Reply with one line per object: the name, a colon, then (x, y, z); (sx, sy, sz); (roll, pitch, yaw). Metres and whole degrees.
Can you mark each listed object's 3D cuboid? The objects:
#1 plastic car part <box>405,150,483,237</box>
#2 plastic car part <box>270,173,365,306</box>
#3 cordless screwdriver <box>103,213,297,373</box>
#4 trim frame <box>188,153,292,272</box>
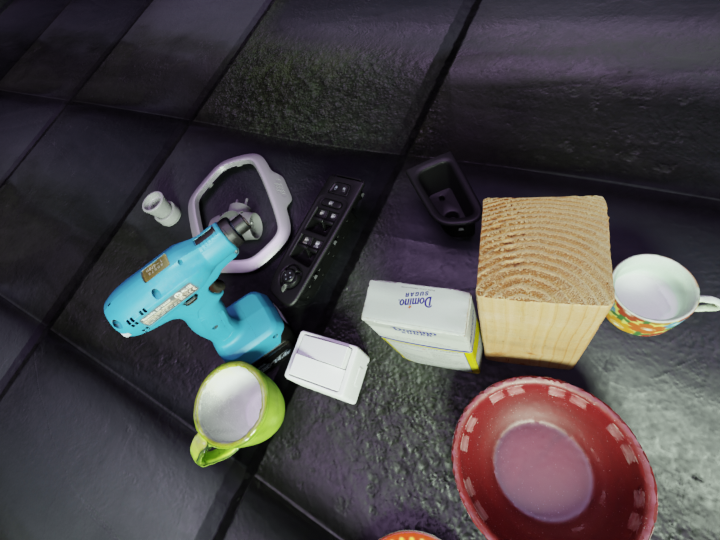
plastic car part: (0.115, -0.087, 0.556); (0.067, 0.067, 0.121); (-23, 58, 8)
plastic car part: (-0.059, -0.039, 0.604); (0.070, 0.064, 0.203); (23, 74, 29)
cordless screwdriver: (-0.147, 0.040, 0.495); (0.159, 0.236, 0.078); (-37, 59, -1)
trim frame: (-0.207, -0.101, 0.719); (0.185, 0.026, 0.260); (-29, 57, 6)
